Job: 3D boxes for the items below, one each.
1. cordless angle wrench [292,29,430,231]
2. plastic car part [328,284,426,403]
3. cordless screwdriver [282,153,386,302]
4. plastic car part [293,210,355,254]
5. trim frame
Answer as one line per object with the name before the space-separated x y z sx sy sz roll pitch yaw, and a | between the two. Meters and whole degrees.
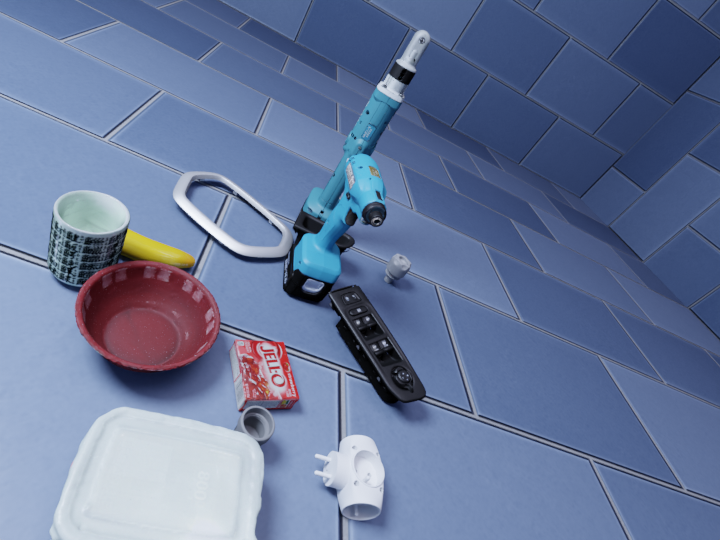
cordless angle wrench | -0.001 -0.233 0.782 0.073 0.423 0.100 29 32 -11
plastic car part | 0.015 0.119 0.648 0.063 0.067 0.213 -5 47 -46
cordless screwdriver | -0.039 -0.047 0.658 0.071 0.249 0.165 20 34 -24
plastic car part | -0.078 -0.051 0.800 0.115 0.071 0.067 29 32 -6
trim frame | -0.233 -0.105 0.784 0.253 0.027 0.181 36 32 7
